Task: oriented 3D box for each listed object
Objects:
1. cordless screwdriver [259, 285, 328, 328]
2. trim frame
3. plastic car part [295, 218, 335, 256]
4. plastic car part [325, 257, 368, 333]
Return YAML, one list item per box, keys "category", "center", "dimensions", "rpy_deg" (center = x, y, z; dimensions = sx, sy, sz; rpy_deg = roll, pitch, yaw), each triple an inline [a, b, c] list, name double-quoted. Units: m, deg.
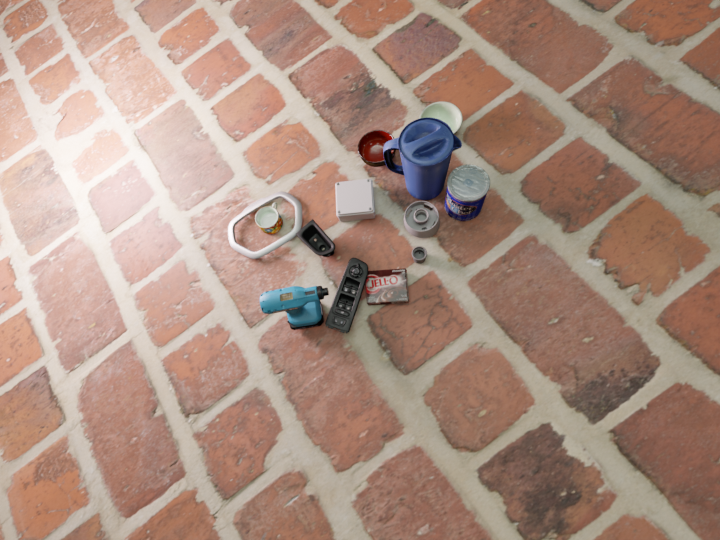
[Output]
- category: "cordless screwdriver"
  center: [-0.139, 0.088, 1.061]
  dimensions: [0.161, 0.240, 0.076]
  rpy_deg: [-11, 73, 6]
- category: "trim frame"
  center: [-0.288, -0.141, 1.285]
  dimensions: [0.248, 0.026, 0.191]
  rpy_deg: [-33, 68, 0]
- category: "plastic car part"
  center: [-0.118, -0.077, 1.203]
  dimensions: [0.066, 0.068, 0.121]
  rpy_deg: [-42, 70, -4]
- category: "plastic car part"
  center: [-0.029, 0.067, 1.138]
  dimensions: [0.068, 0.065, 0.204]
  rpy_deg: [15, 76, 14]
